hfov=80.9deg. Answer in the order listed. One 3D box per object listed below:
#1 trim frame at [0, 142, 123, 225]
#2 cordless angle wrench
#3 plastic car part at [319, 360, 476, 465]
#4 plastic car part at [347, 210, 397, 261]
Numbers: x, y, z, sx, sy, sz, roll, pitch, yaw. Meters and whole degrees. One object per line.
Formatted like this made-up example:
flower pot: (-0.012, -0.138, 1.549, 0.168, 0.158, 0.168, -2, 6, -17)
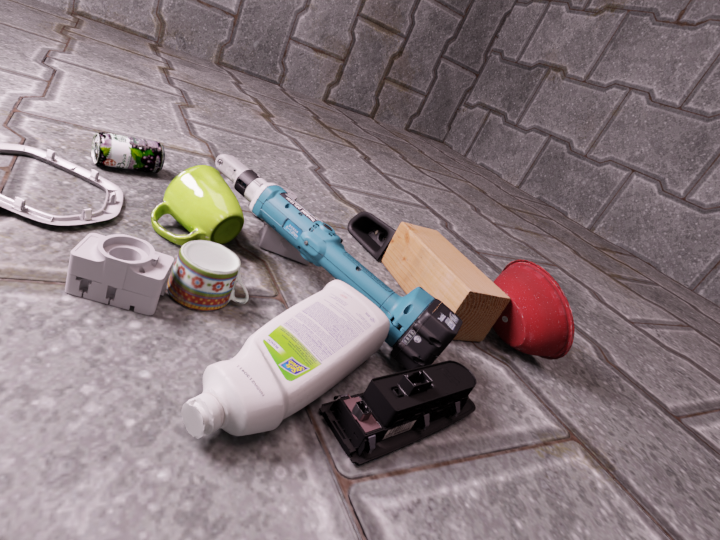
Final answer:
trim frame: (-0.440, -0.123, 0.562, 0.249, 0.027, 0.185, 26, 26, 0)
cordless angle wrench: (-0.058, -0.038, 0.588, 0.437, 0.074, 0.095, 40, 18, 16)
plastic car part: (0.057, 0.133, 0.448, 0.193, 0.066, 0.070, 4, 25, -42)
plastic car part: (0.035, -0.068, 0.835, 0.067, 0.066, 0.123, 23, 16, -43)
